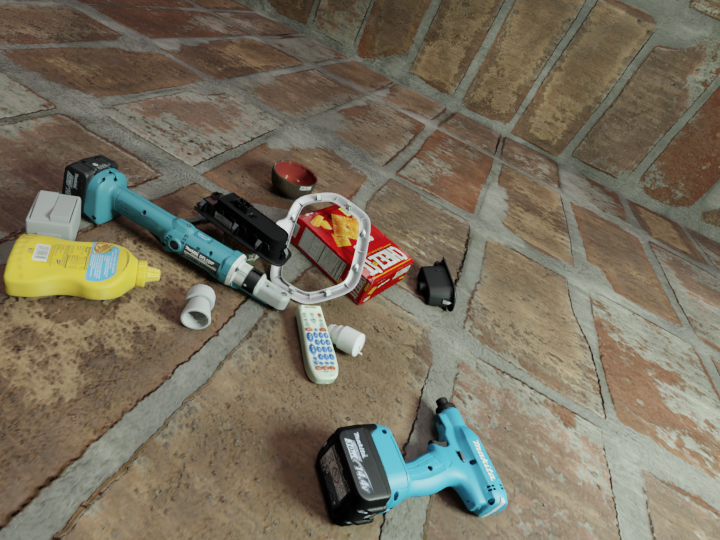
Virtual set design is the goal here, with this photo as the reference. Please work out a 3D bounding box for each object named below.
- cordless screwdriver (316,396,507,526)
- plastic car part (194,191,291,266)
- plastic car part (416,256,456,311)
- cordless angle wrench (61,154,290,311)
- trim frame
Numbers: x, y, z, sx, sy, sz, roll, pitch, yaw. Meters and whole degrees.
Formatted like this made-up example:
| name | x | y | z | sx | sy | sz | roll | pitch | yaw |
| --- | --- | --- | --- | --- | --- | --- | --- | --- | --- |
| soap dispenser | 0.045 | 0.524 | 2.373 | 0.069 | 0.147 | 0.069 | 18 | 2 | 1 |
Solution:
| name | x | y | z | sx | sy | sz | roll | pitch | yaw |
| --- | --- | --- | --- | --- | --- | --- | --- | --- | --- |
| cordless screwdriver | 0.065 | 0.242 | 0.564 | 0.238 | 0.074 | 0.167 | 10 | 37 | -26 |
| plastic car part | -0.199 | -0.085 | 0.754 | 0.209 | 0.067 | 0.065 | 39 | 31 | 14 |
| plastic car part | 0.156 | 0.031 | 0.910 | 0.070 | 0.064 | 0.120 | 3 | 42 | -6 |
| cordless angle wrench | -0.304 | -0.054 | 0.720 | 0.425 | 0.097 | 0.074 | 30 | 31 | 3 |
| trim frame | -0.079 | -0.052 | 0.807 | 0.187 | 0.027 | 0.252 | 9 | 63 | 9 |
